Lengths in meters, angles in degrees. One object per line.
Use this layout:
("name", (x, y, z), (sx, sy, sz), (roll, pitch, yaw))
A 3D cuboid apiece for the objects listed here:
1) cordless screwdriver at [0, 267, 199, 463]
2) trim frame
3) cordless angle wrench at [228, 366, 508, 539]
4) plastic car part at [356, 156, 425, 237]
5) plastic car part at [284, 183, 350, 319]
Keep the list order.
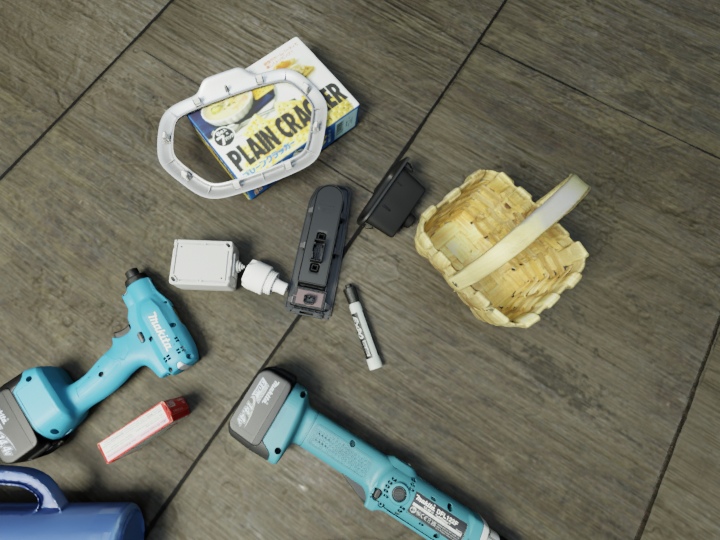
("cordless screwdriver", (-0.357, 0.118, 0.557), (0.246, 0.073, 0.163), (-33, 78, -12))
("trim frame", (-0.165, -0.201, 0.595), (0.247, 0.027, 0.188), (-22, 75, -3))
("cordless angle wrench", (0.039, 0.265, 0.515), (0.428, 0.073, 0.098), (31, 77, 6))
("plastic car part", (0.051, -0.096, 0.621), (0.070, 0.067, 0.116), (33, 80, -9))
("plastic car part", (-0.059, -0.039, 0.603), (0.067, 0.065, 0.205), (9, 72, 7))
